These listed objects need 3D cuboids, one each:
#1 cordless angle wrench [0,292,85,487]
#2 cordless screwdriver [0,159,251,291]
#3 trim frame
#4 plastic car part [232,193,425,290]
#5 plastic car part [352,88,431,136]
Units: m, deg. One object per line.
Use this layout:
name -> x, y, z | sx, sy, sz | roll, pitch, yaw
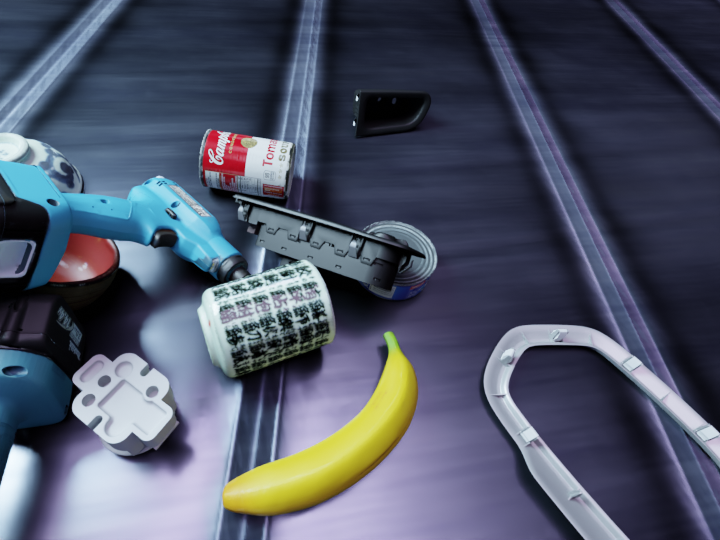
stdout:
cordless angle wrench -> -0.231, 0.214, 0.213 | 0.073, 0.096, 0.438 | 0, 55, -15
cordless screwdriver -> -0.210, -0.029, 0.348 | 0.165, 0.074, 0.240 | 38, 19, 19
trim frame -> 0.222, 0.148, 0.360 | 0.180, 0.027, 0.260 | -25, 61, -23
plastic car part -> -0.041, -0.027, 0.418 | 0.212, 0.063, 0.067 | 14, 80, 27
plastic car part -> 0.036, -0.246, 0.631 | 0.113, 0.064, 0.075 | -12, 41, -21
